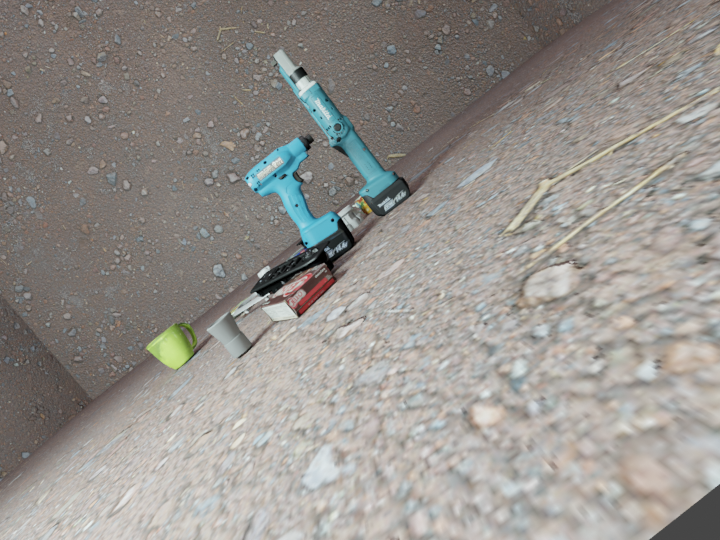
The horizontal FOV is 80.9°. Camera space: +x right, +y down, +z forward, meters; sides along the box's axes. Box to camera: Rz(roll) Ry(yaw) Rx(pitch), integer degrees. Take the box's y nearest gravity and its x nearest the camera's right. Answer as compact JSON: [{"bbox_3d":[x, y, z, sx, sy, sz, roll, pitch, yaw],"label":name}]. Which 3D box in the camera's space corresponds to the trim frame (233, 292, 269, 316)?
[{"bbox_3d":[-0.234,0.049,1.093,0.253,0.027,0.183,-33,12,27],"label":"trim frame"}]

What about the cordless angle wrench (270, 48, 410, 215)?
[{"bbox_3d":[-0.050,-0.310,0.932,0.098,0.419,0.074,-37,5,8],"label":"cordless angle wrench"}]

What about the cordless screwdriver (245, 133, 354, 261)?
[{"bbox_3d":[-0.100,-0.143,0.861,0.159,0.246,0.075,-38,5,3],"label":"cordless screwdriver"}]

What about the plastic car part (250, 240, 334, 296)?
[{"bbox_3d":[-0.121,0.009,0.777,0.208,0.066,0.065,-29,11,41],"label":"plastic car part"}]
